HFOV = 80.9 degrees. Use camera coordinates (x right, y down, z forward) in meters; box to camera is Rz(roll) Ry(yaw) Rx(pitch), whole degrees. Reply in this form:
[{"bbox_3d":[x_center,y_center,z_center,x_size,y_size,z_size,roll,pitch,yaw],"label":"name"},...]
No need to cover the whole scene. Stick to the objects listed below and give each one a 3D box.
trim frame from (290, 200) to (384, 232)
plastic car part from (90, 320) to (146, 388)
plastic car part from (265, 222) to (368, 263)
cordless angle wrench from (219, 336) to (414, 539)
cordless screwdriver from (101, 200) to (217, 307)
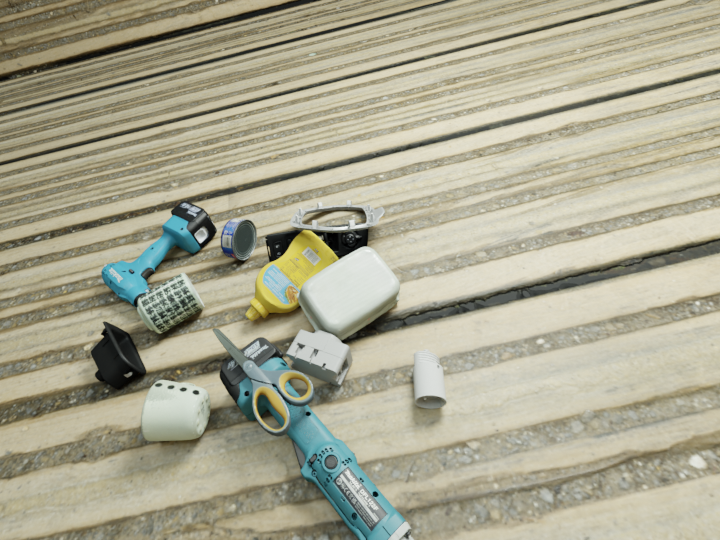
[{"bbox_3d":[-0.046,-0.112,0.845,0.185,0.027,0.252,-2,17,0],"label":"trim frame"},{"bbox_3d":[-0.435,0.158,0.744,0.071,0.062,0.123,-42,54,-6],"label":"plastic car part"},{"bbox_3d":[-0.083,-0.054,0.850,0.206,0.066,0.066,-8,3,9],"label":"plastic car part"},{"bbox_3d":[-0.037,0.255,0.545,0.096,0.071,0.447,-37,52,-21],"label":"cordless angle wrench"},{"bbox_3d":[-0.415,-0.032,0.904,0.168,0.071,0.247,27,62,32],"label":"cordless screwdriver"}]
